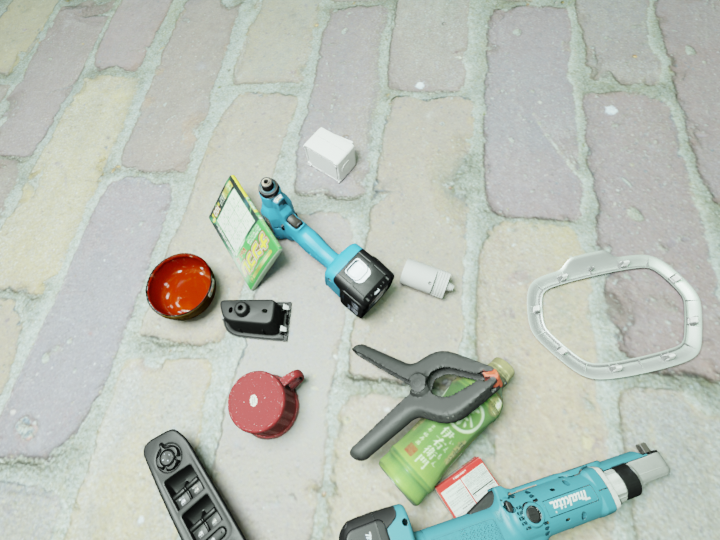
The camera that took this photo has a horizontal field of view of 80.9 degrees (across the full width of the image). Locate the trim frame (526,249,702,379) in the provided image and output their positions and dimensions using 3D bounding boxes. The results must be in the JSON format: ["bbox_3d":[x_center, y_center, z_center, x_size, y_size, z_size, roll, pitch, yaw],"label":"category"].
[{"bbox_3d":[0.377,0.059,0.629,0.250,0.026,0.190,-14,64,3],"label":"trim frame"}]

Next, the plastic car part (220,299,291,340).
[{"bbox_3d":[-0.175,0.070,0.675,0.118,0.069,0.067,3,65,4],"label":"plastic car part"}]

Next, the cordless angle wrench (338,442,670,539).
[{"bbox_3d":[0.188,0.286,0.495,0.415,0.072,0.102,-11,57,-13],"label":"cordless angle wrench"}]

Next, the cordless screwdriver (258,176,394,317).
[{"bbox_3d":[-0.065,-0.043,0.665,0.258,0.154,0.074,40,75,19],"label":"cordless screwdriver"}]

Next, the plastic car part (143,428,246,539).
[{"bbox_3d":[-0.218,0.306,0.571,0.066,0.065,0.210,-41,70,-5],"label":"plastic car part"}]
